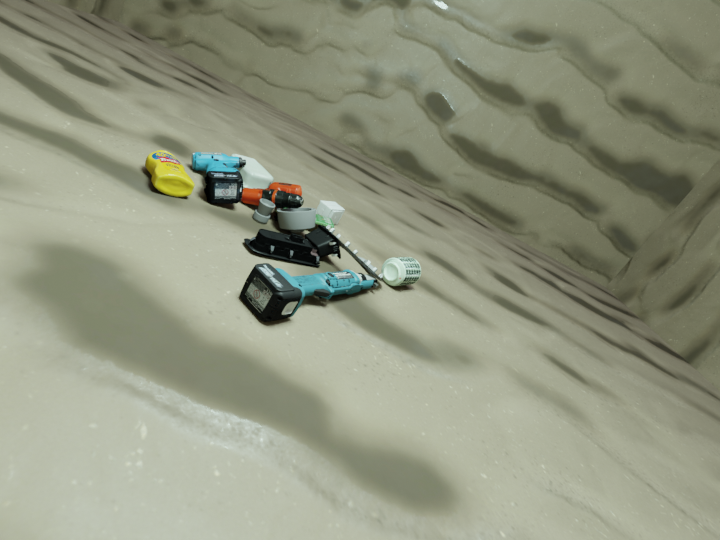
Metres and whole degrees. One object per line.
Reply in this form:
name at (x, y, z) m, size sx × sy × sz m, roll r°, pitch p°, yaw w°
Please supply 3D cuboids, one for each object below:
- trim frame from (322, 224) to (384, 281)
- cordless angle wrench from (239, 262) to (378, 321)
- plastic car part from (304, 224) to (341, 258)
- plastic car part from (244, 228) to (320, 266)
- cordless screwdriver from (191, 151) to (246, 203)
trim frame at (-0.020, -0.053, 1.163) m, size 0.263 × 0.027 × 0.174 m, roll 42°, pitch -1°, yaw 42°
cordless angle wrench at (-0.077, 0.032, 0.929) m, size 0.102 × 0.074 × 0.404 m, roll 40°, pitch 22°, yaw 24°
plastic car part at (-0.110, -0.072, 1.125) m, size 0.069 × 0.064 × 0.123 m, roll -24°, pitch 35°, yaw -22°
plastic car part at (-0.179, -0.058, 1.018) m, size 0.193 × 0.067 × 0.070 m, roll 8°, pitch 37°, yaw -36°
cordless screwdriver at (-0.377, -0.271, 1.186) m, size 0.154 × 0.073 × 0.262 m, roll -5°, pitch 33°, yaw -26°
